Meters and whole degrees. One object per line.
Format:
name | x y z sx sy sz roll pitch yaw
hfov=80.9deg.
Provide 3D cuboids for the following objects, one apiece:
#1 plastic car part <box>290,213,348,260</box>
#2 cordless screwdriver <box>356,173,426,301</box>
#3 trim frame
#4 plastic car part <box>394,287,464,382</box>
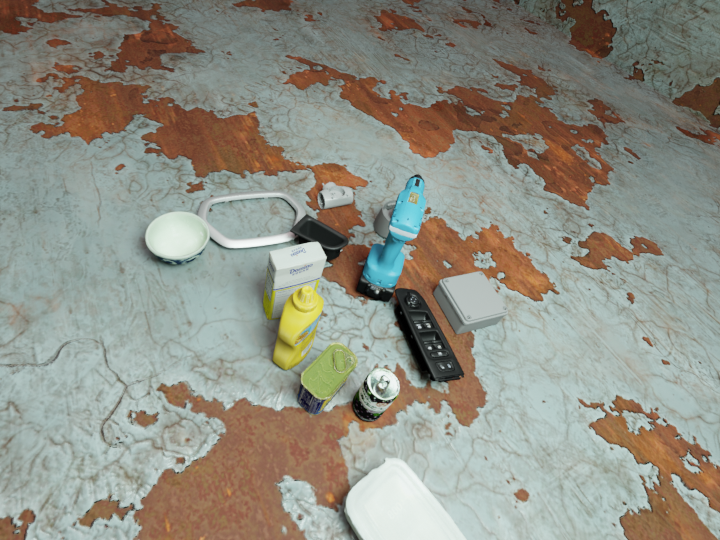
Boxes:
plastic car part | -0.089 -0.058 0.912 0.120 0.070 0.065 31 50 12
cordless screwdriver | 0.067 -0.061 0.832 0.075 0.245 0.161 20 49 0
trim frame | -0.244 -0.123 0.962 0.242 0.027 0.193 -12 54 -21
plastic car part | 0.118 0.123 0.807 0.064 0.066 0.212 -6 52 -19
